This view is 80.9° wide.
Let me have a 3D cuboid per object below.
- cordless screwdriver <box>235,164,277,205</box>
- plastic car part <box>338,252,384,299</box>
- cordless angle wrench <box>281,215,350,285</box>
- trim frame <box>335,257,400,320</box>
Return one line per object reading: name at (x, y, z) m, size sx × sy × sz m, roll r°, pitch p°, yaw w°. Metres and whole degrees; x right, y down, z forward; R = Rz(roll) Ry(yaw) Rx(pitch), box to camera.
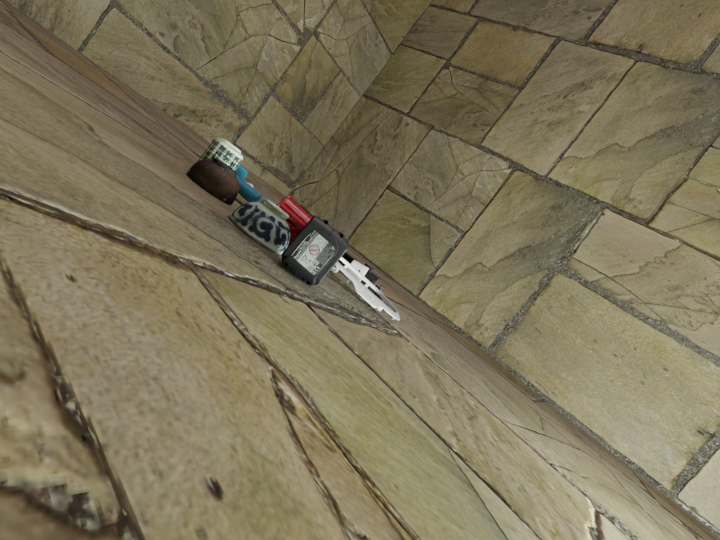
cordless screwdriver at (-0.288, -0.205, 1.078) m, size 0.259 × 0.074 × 0.153 m, roll 42°, pitch 5°, yaw 20°
plastic car part at (-0.008, 0.003, 1.223) m, size 0.206 × 0.067 × 0.065 m, roll 35°, pitch 11°, yaw 6°
cordless angle wrench at (-0.093, -0.048, 0.843) m, size 0.073 × 0.098 × 0.427 m, roll 40°, pitch 0°, yaw -8°
trim frame at (0.002, 0.033, 1.002) m, size 0.243 × 0.027 × 0.188 m, roll 43°, pitch 5°, yaw -14°
